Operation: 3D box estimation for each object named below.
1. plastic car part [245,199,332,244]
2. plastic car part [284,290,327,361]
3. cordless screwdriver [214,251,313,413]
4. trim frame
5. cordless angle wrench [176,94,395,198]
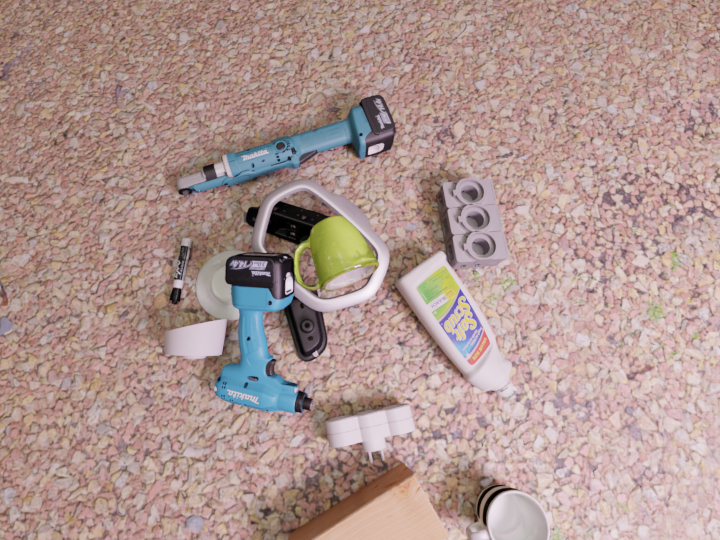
[{"bbox_3d":[-0.109,-0.086,0.768,0.205,0.065,0.068,15,60,4],"label":"plastic car part"},{"bbox_3d":[-0.090,0.089,0.709,0.065,0.069,0.120,-15,71,-7],"label":"plastic car part"},{"bbox_3d":[-0.141,0.098,0.661,0.164,0.073,0.247,8,96,15],"label":"cordless screwdriver"},{"bbox_3d":[-0.069,-0.045,0.709,0.254,0.027,0.184,41,84,12],"label":"trim frame"},{"bbox_3d":[-0.147,-0.223,0.809,0.422,0.073,0.100,-18,75,-2],"label":"cordless angle wrench"}]
